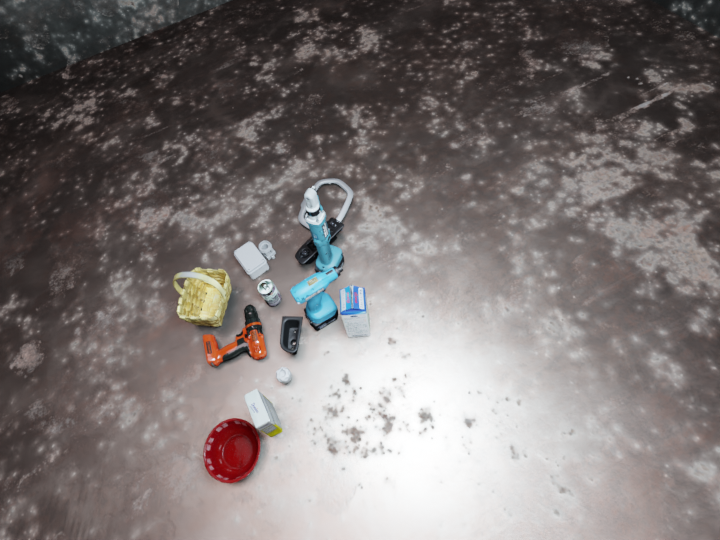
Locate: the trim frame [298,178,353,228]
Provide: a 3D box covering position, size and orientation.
[{"bbox_3d":[-0.132,-0.249,1.577,0.190,0.026,0.250,14,64,17],"label":"trim frame"}]

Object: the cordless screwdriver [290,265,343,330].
[{"bbox_3d":[-0.111,0.079,1.262,0.158,0.239,0.078,-31,63,-10],"label":"cordless screwdriver"}]

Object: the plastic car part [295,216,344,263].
[{"bbox_3d":[-0.144,-0.094,1.468,0.201,0.064,0.069,-43,64,-15],"label":"plastic car part"}]

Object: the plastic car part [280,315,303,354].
[{"bbox_3d":[-0.210,0.207,1.306,0.067,0.068,0.119,-1,61,7],"label":"plastic car part"}]

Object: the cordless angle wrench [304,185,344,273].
[{"bbox_3d":[-0.118,-0.105,1.271,0.077,0.407,0.098,20,65,15],"label":"cordless angle wrench"}]
